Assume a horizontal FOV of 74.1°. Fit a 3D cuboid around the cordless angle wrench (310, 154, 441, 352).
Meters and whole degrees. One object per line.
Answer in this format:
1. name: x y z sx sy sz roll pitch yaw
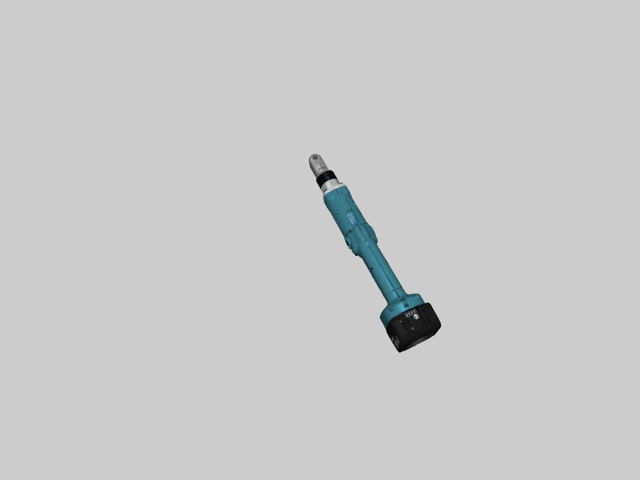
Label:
1. cordless angle wrench: 0.075 -0.002 0.791 0.074 0.422 0.098 -25 -24 -7
